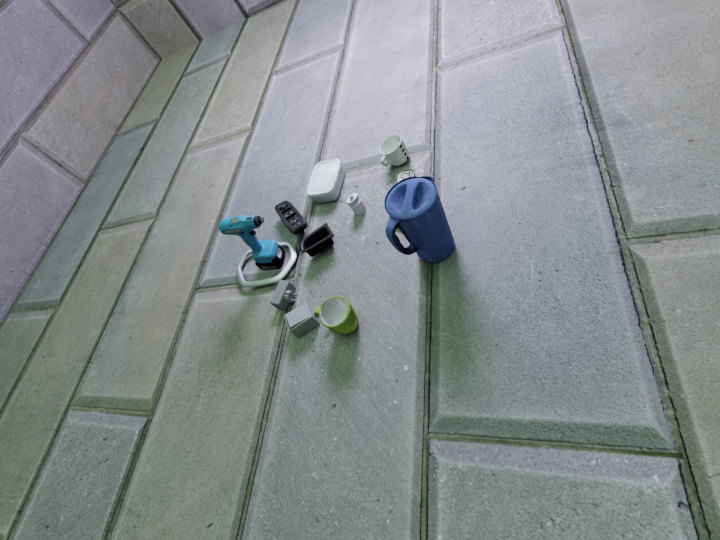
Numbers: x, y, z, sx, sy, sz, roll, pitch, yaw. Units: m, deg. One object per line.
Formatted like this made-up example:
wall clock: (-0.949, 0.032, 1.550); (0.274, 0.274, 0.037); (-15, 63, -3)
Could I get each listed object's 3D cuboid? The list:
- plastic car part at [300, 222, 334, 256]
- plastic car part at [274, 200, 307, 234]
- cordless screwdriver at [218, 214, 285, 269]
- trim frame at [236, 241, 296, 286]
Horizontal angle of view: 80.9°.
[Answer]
plastic car part: (-0.134, -0.088, 1.372); (0.117, 0.067, 0.069); (-34, 48, 5)
plastic car part: (-0.243, -0.186, 1.508); (0.066, 0.063, 0.214); (-41, 48, -1)
cordless screwdriver: (-0.328, -0.096, 1.379); (0.165, 0.235, 0.076); (-5, 56, 27)
trim frame: (-0.330, -0.025, 1.473); (0.256, 0.026, 0.189); (-12, 54, 23)
